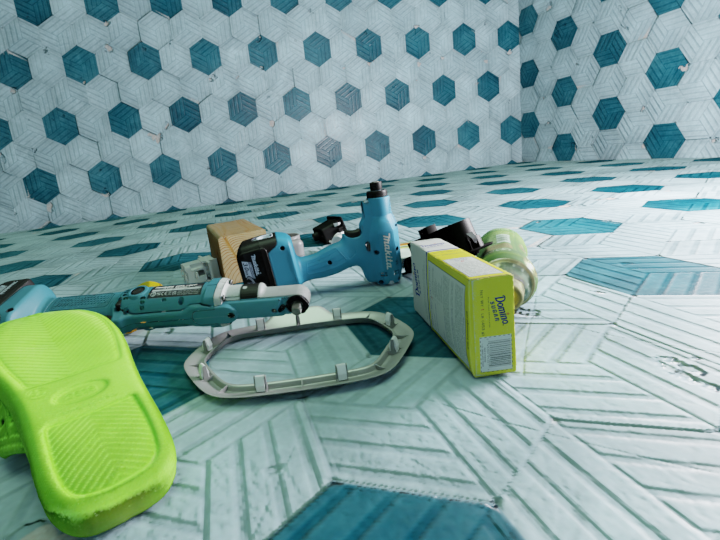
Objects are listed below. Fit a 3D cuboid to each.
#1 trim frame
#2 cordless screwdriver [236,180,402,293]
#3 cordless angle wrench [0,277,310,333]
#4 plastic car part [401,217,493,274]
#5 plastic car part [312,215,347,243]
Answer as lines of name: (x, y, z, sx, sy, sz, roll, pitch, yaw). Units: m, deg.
trim frame: (-0.066, 0.079, 0.460, 0.248, 0.027, 0.188, -10, 15, -3)
cordless screwdriver: (-0.063, -0.041, 0.646, 0.247, 0.156, 0.076, -10, 13, -6)
cordless angle wrench: (-0.270, 0.048, 0.526, 0.428, 0.072, 0.100, -5, 31, 8)
plastic car part: (0.116, -0.035, 0.609, 0.065, 0.067, 0.206, -13, 1, -15)
plastic car part: (-0.082, -0.094, 1.039, 0.070, 0.064, 0.121, -27, 17, -18)
